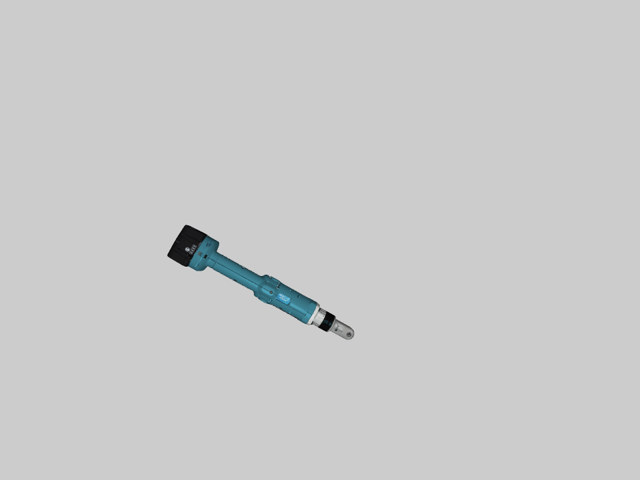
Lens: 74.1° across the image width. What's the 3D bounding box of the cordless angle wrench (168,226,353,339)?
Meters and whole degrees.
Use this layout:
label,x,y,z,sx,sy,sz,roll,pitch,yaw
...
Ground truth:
label,x,y,z,sx,sy,sz,roll,pitch,yaw
cordless angle wrench,-0.110,0.105,0.898,0.423,0.074,0.098,30,-5,-8
